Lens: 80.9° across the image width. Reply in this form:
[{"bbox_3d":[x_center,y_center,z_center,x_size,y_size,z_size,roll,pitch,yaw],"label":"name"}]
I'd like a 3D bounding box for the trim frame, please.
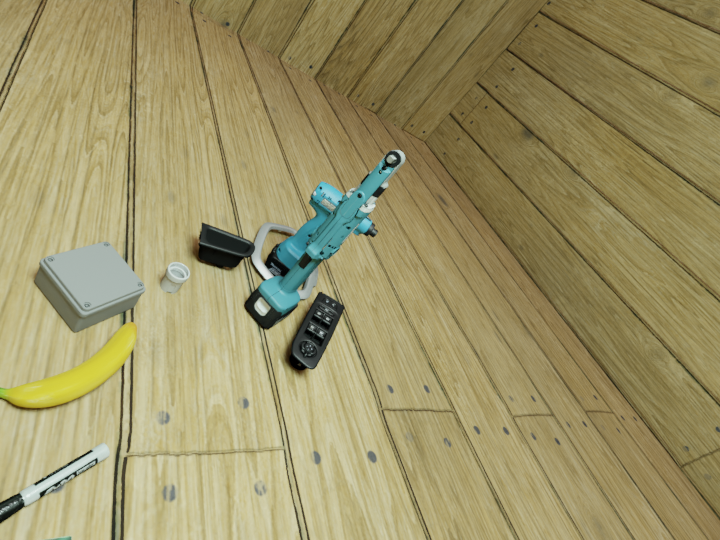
[{"bbox_3d":[-0.174,-0.028,1.016,0.178,0.028,0.255,29,31,-19],"label":"trim frame"}]

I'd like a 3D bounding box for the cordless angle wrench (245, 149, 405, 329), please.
[{"bbox_3d":[-0.065,-0.051,0.762,0.076,0.426,0.095,48,29,7],"label":"cordless angle wrench"}]

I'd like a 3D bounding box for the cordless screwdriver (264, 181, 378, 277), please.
[{"bbox_3d":[-0.091,-0.059,0.927,0.157,0.250,0.075,38,30,-9],"label":"cordless screwdriver"}]

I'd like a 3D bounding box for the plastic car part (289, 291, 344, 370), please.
[{"bbox_3d":[-0.096,0.126,0.852,0.065,0.067,0.204,37,29,-9],"label":"plastic car part"}]

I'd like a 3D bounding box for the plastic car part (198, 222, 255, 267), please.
[{"bbox_3d":[-0.281,-0.038,0.858,0.111,0.071,0.069,23,34,-30],"label":"plastic car part"}]
